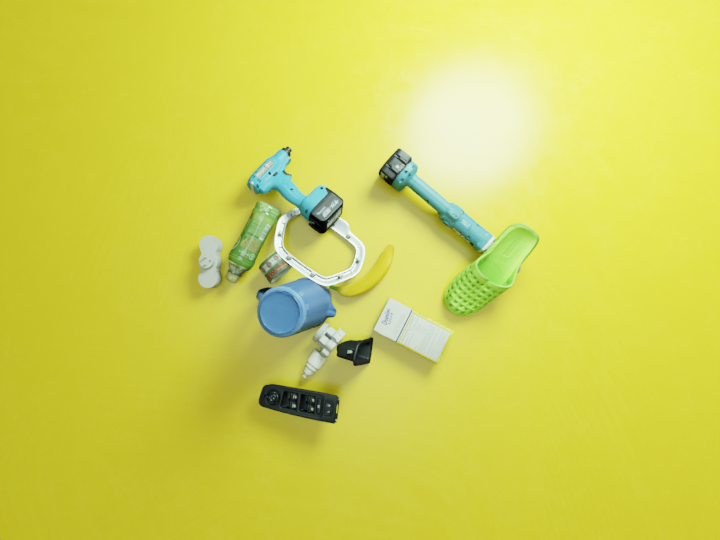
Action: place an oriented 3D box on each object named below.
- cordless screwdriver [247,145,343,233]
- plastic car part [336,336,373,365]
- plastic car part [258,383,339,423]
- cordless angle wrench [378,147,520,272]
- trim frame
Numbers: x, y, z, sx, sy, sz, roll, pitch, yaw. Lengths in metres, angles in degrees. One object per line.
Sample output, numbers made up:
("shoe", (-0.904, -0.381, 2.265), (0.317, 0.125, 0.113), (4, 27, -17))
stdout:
("cordless screwdriver", (-0.154, -0.217, 1.099), (0.255, 0.073, 0.159), (33, 69, 12))
("plastic car part", (-0.021, 0.196, 1.038), (0.074, 0.111, 0.066), (5, 86, 26))
("plastic car part", (-0.151, 0.320, 1.051), (0.207, 0.066, 0.066), (6, 93, 10))
("cordless angle wrench", (0.229, -0.137, 1.056), (0.427, 0.097, 0.074), (41, 92, 5))
("trim frame", (-0.106, -0.070, 1.087), (0.254, 0.027, 0.183), (34, 66, 11))
